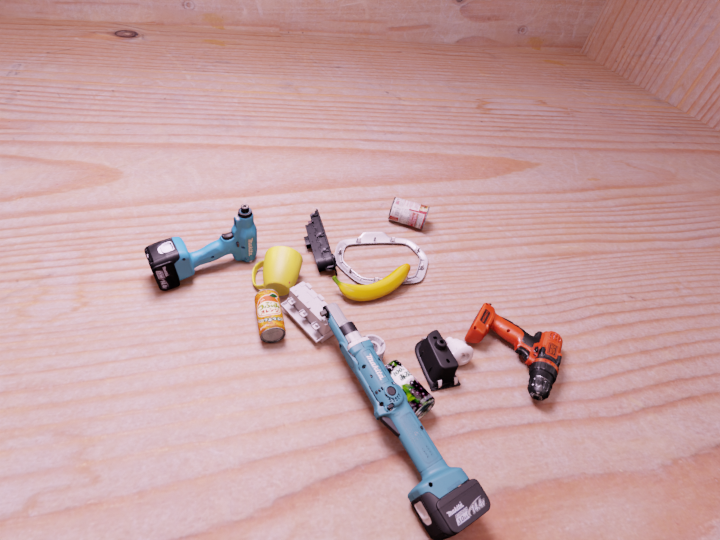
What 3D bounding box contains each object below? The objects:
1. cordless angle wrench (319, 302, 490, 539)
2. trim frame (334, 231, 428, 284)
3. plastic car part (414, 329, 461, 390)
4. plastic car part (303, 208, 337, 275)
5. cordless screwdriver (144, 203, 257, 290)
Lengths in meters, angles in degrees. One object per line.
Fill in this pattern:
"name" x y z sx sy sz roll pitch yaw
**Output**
"cordless angle wrench" 0.046 0.225 0.744 0.095 0.073 0.444 -18 55 -27
"trim frame" 0.055 -0.034 1.084 0.245 0.027 0.192 -4 44 -10
"plastic car part" 0.157 0.171 0.854 0.064 0.069 0.122 -5 48 -19
"plastic car part" -0.105 -0.068 1.069 0.066 0.064 0.213 -15 48 -12
"cordless screwdriver" -0.350 -0.058 0.950 0.242 0.155 0.078 -20 52 -26
